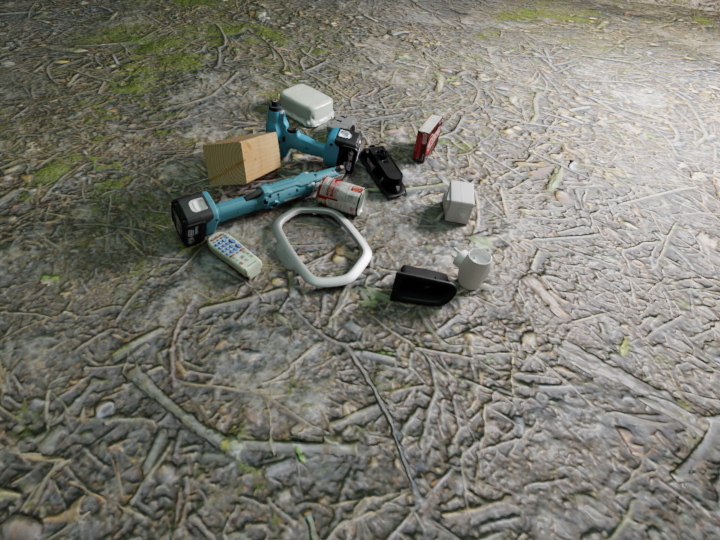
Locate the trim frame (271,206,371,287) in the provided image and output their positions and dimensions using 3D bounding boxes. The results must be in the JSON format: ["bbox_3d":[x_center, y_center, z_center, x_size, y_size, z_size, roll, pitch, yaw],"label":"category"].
[{"bbox_3d":[-0.088,-0.057,0.898,0.180,0.027,0.261,-22,53,-22],"label":"trim frame"}]

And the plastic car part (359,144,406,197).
[{"bbox_3d":[0.061,-0.263,1.072,0.064,0.066,0.212,-7,50,-20],"label":"plastic car part"}]

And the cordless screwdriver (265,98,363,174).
[{"bbox_3d":[-0.121,-0.339,1.069,0.252,0.155,0.075,14,48,7],"label":"cordless screwdriver"}]

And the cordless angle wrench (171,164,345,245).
[{"bbox_3d":[-0.209,-0.170,0.961,0.412,0.098,0.076,-24,74,-28],"label":"cordless angle wrench"}]

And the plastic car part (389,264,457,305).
[{"bbox_3d":[0.119,0.022,0.814,0.117,0.064,0.072,8,33,-1],"label":"plastic car part"}]
